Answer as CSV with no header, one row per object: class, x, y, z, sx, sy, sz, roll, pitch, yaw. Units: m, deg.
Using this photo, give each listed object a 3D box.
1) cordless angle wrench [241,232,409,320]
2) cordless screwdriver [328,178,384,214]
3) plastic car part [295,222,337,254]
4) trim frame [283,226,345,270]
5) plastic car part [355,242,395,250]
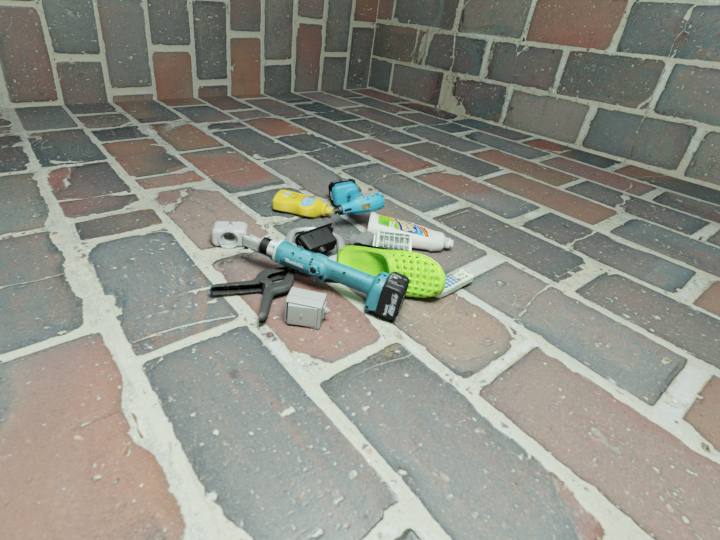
cordless angle wrench,-0.101,-0.009,1.003,0.436,0.096,0.073,21,31,16
cordless screwdriver,-0.045,-0.232,1.367,0.156,0.072,0.261,-16,25,-16
plastic car part,-0.111,-0.073,1.134,0.113,0.065,0.074,-24,57,-34
trim frame,-0.133,-0.061,1.177,0.183,0.027,0.256,3,34,-5
plastic car part,0.084,-0.018,1.108,0.205,0.064,0.068,9,41,5
